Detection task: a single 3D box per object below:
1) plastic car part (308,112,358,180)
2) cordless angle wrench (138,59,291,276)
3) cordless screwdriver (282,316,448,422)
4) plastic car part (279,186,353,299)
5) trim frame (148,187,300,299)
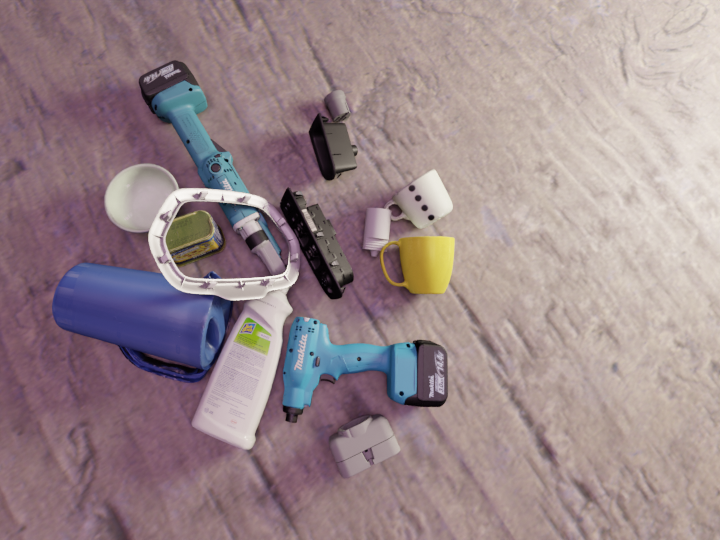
[{"bbox_3d":[-0.042,-0.220,0.765,0.069,0.067,0.118,-16,80,-22],"label":"plastic car part"},{"bbox_3d":[-0.248,-0.172,0.740,0.097,0.074,0.430,-31,81,-10],"label":"cordless angle wrench"},{"bbox_3d":[0.003,0.169,0.656,0.251,0.073,0.161,8,76,4],"label":"cordless screwdriver"},{"bbox_3d":[-0.070,-0.046,0.719,0.065,0.067,0.207,-15,74,-34],"label":"plastic car part"},{"bbox_3d":[-0.191,-0.042,0.639,0.236,0.028,0.189,1,66,-43],"label":"trim frame"}]
